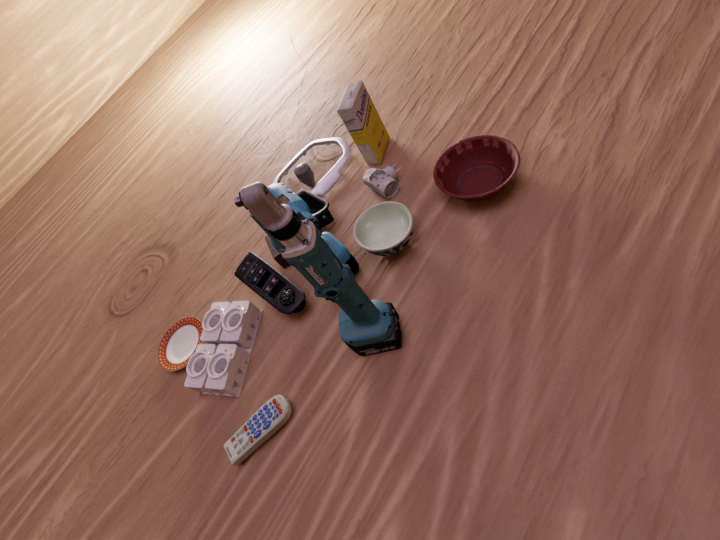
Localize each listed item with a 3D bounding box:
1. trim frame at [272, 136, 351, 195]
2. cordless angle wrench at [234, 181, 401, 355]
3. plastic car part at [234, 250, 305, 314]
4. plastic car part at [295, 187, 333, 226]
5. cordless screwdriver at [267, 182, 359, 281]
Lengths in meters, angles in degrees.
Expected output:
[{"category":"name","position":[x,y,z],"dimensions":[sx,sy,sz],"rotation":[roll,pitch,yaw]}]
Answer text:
[{"category":"trim frame","position":[-0.130,-0.256,1.103],"dimensions":[0.248,0.026,0.195],"rotation":[-47,49,-7]},{"category":"cordless angle wrench","position":[-0.045,0.012,0.622],"dimensions":[0.100,0.400,0.077],"rotation":[-16,52,17]},{"category":"plastic car part","position":[-0.188,0.036,0.910],"dimensions":[0.215,0.063,0.066],"rotation":[30,76,39]},{"category":"plastic car part","position":[-0.108,-0.134,0.979],"dimensions":[0.123,0.067,0.066],"rotation":[31,76,39]},{"category":"cordless screwdriver","position":[-0.078,-0.051,0.793],"dimensions":[0.074,0.235,0.168],"rotation":[-43,49,-5]}]
